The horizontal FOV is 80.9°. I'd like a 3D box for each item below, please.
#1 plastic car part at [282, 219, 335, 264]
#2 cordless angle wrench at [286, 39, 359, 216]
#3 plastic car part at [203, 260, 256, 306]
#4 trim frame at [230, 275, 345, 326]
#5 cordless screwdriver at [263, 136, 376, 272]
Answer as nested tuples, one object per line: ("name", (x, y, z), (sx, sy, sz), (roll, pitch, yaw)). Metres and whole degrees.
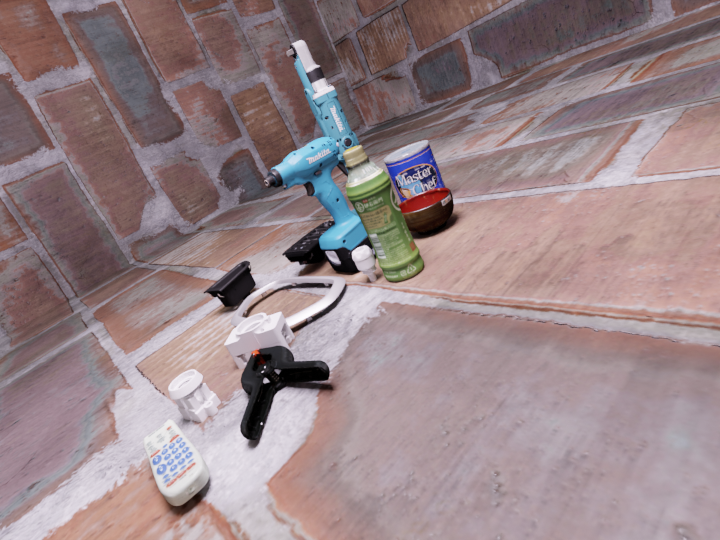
("plastic car part", (-0.093, -0.061, 0.950), (0.068, 0.065, 0.202), (-15, 23, 29))
("cordless angle wrench", (-0.037, -0.256, 0.860), (0.097, 0.412, 0.077), (-30, 17, -15))
("plastic car part", (-0.267, 0.036, 0.917), (0.069, 0.069, 0.115), (-8, 26, 41))
("trim frame", (-0.136, 0.055, 0.782), (0.260, 0.027, 0.181), (-5, 30, 44))
("cordless screwdriver", (-0.067, -0.107, 0.783), (0.156, 0.242, 0.078), (-36, 20, -31))
